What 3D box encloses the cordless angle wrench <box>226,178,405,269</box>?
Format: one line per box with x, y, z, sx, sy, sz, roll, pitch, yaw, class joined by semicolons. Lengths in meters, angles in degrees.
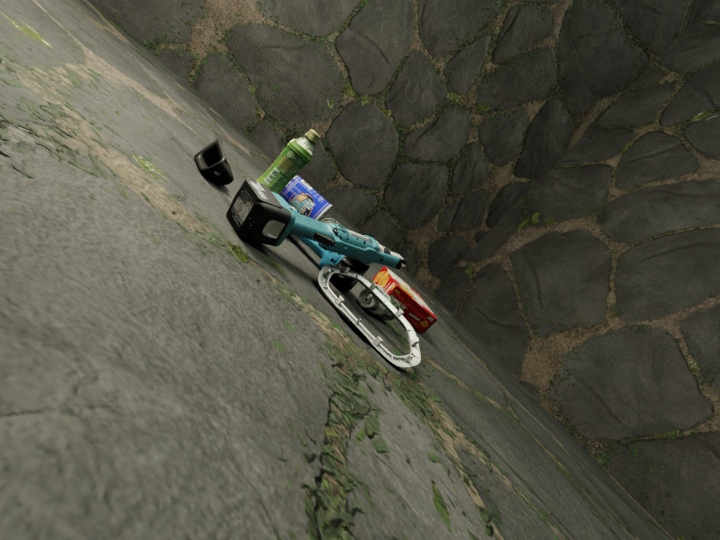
-0.051;-0.061;0.813;0.400;0.074;0.103;17;24;-43;cordless angle wrench

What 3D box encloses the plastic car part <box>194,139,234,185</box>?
-0.294;-0.212;0.877;0.067;0.066;0.123;55;-1;-44;plastic car part

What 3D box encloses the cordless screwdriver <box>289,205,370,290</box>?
-0.095;-0.062;0.972;0.254;0.074;0.156;40;8;9;cordless screwdriver

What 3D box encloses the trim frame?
0.021;0.076;0.790;0.255;0.028;0.178;47;26;13;trim frame
